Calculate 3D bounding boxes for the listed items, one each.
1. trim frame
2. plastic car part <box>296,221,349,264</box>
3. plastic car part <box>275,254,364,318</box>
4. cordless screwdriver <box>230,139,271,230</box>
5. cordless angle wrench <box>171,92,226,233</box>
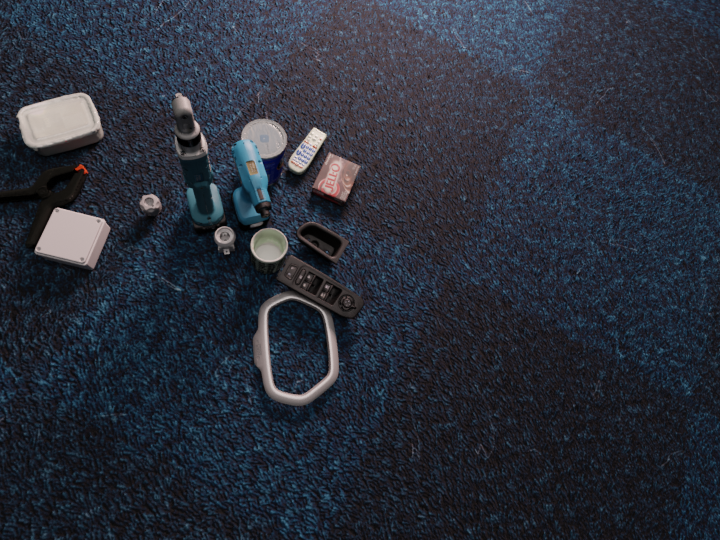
[{"bbox_3d":[-0.143,0.166,0.929,0.181,0.027,0.254,-6,72,-11],"label":"trim frame"},{"bbox_3d":[-0.097,-0.063,0.992,0.117,0.071,0.066,31,69,0],"label":"plastic car part"},{"bbox_3d":[-0.091,0.046,0.957,0.203,0.067,0.066,29,70,1],"label":"plastic car part"},{"bbox_3d":[-0.229,-0.149,0.905,0.073,0.249,0.162,-16,78,-18],"label":"cordless screwdriver"},{"bbox_3d":[-0.312,-0.185,0.811,0.073,0.423,0.100,-15,79,-18],"label":"cordless angle wrench"}]
